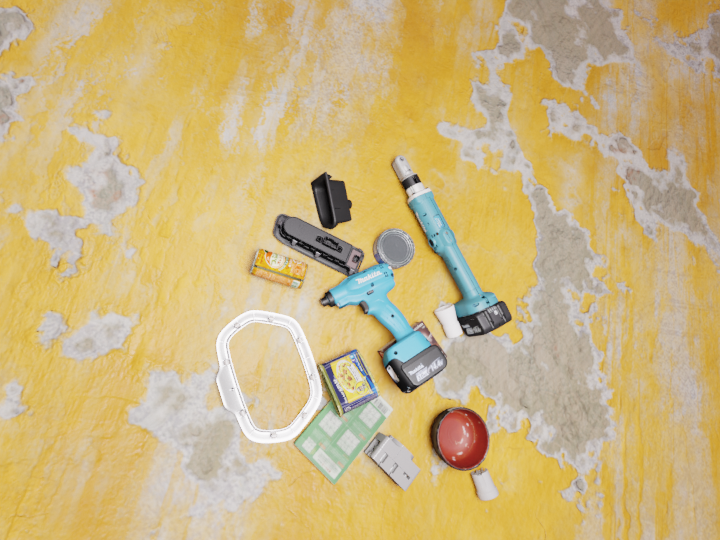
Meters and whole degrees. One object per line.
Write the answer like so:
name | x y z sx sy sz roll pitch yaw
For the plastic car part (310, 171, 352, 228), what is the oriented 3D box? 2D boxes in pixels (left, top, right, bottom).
plastic car part | -0.053 -0.146 0.901 0.068 0.068 0.117 -12 83 -33

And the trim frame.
trim frame | -0.174 0.196 0.798 0.180 0.028 0.251 -18 83 -16

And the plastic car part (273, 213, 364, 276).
plastic car part | -0.085 -0.055 0.867 0.201 0.067 0.066 25 79 -4

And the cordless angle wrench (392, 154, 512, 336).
cordless angle wrench | 0.176 -0.067 0.918 0.073 0.098 0.430 -23 79 -17

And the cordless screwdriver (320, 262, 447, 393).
cordless screwdriver | 0.040 0.114 0.819 0.157 0.072 0.259 -24 65 -15
